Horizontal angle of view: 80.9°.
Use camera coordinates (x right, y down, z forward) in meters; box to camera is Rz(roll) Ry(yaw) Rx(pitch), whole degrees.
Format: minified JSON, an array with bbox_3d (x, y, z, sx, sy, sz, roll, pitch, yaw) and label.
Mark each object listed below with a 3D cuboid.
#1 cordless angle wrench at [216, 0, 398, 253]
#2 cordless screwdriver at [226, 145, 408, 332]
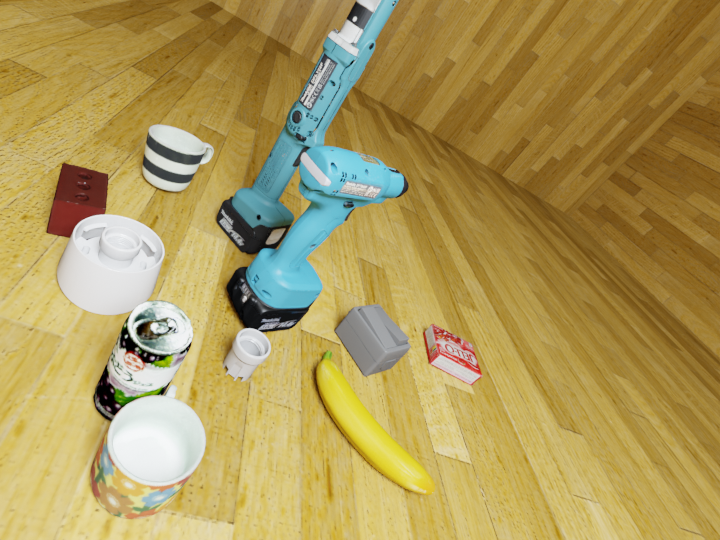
[{"bbox_3d":[-0.070,-0.204,0.577,0.101,0.424,0.071,47,29,18],"label":"cordless angle wrench"},{"bbox_3d":[-0.051,-0.033,0.517,0.151,0.249,0.078,-1,46,-49],"label":"cordless screwdriver"}]
